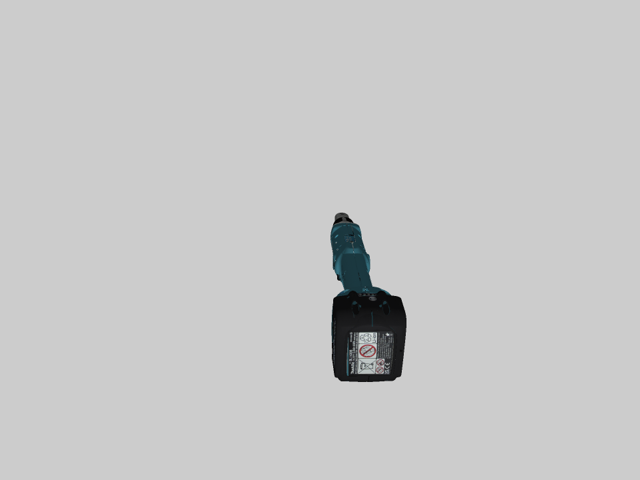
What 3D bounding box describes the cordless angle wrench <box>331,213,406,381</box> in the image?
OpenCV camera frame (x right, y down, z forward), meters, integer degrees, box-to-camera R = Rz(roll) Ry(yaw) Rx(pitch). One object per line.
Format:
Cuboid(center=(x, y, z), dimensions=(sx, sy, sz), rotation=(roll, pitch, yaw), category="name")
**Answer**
Cuboid(center=(0.046, 0.036, 0.631), dimensions=(0.074, 0.098, 0.422), rotation=(0, 22, -2), category="cordless angle wrench")
